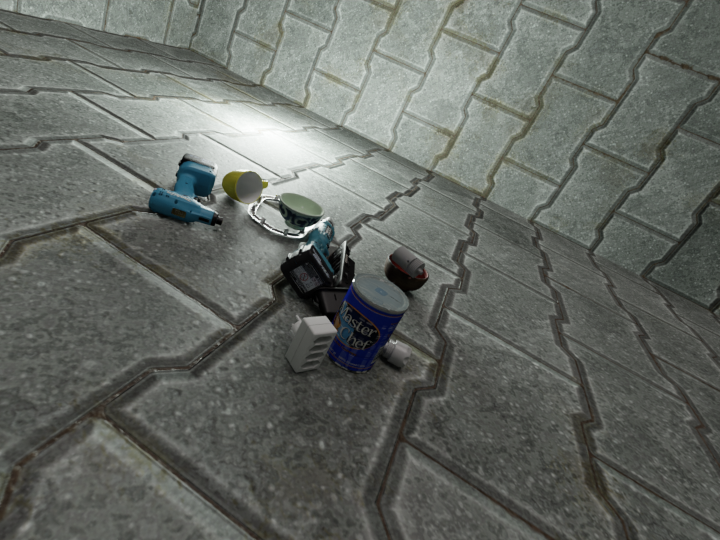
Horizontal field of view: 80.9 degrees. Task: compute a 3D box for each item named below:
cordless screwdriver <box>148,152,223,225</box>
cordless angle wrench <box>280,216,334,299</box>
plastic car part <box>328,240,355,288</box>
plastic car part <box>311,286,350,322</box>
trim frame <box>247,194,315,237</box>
[{"bbox_3d":[-0.390,-0.189,1.015,0.155,0.074,0.257,17,30,-16],"label":"cordless screwdriver"},{"bbox_3d":[-0.099,-0.065,1.017,0.095,0.075,0.428,56,13,-17],"label":"cordless angle wrench"},{"bbox_3d":[-0.044,0.009,0.953,0.065,0.067,0.205,48,19,-16],"label":"plastic car part"},{"bbox_3d":[-0.038,0.077,0.829,0.111,0.066,0.074,4,46,-31],"label":"plastic car part"},{"bbox_3d":[-0.210,-0.155,1.157,0.182,0.027,0.253,22,24,-7],"label":"trim frame"}]
